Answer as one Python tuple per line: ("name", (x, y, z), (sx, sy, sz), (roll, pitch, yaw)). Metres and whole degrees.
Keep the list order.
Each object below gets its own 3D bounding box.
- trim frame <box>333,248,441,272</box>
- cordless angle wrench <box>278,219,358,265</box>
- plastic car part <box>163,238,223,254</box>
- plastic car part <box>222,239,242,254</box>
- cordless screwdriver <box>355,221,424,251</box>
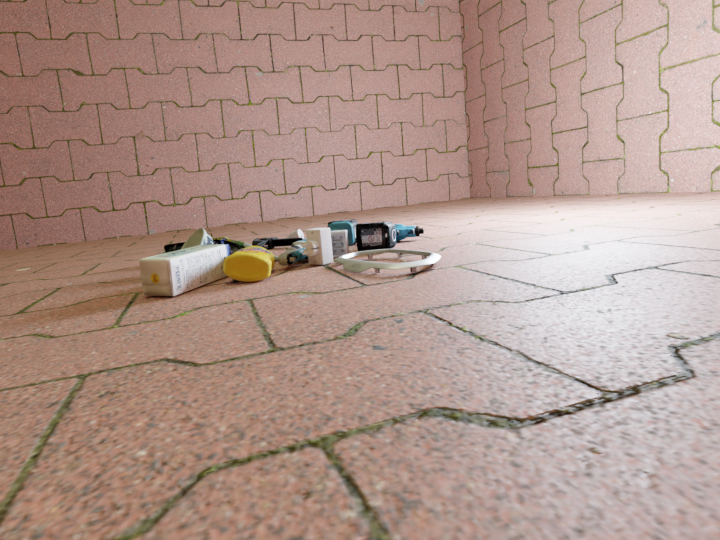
("trim frame", (0.052, -0.021, 0.899), (0.177, 0.027, 0.261), (-12, 14, -36))
("cordless angle wrench", (-0.112, -0.073, 1.147), (0.101, 0.073, 0.414), (-2, 13, 20))
("plastic car part", (-0.491, -0.044, 1.223), (0.210, 0.064, 0.067), (0, 36, 22))
("plastic car part", (-0.355, -0.035, 1.111), (0.069, 0.064, 0.122), (-28, 23, -28))
("cordless screwdriver", (0.084, -0.102, 1.183), (0.164, 0.074, 0.243), (-2, 7, 17))
